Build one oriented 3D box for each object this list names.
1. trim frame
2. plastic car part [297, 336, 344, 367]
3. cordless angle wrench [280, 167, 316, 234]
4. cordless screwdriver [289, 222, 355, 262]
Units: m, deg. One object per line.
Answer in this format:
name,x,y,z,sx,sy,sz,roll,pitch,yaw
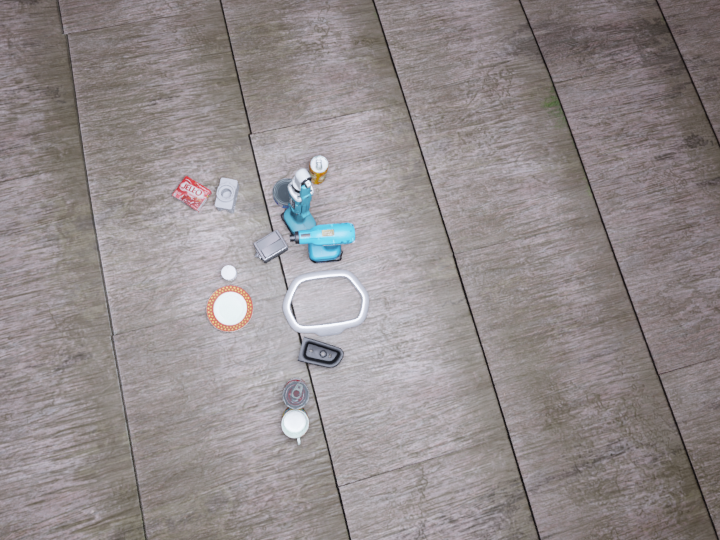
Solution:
trim frame,-0.098,0.093,1.207,0.246,0.027,0.186,-8,79,-5
plastic car part,-0.108,0.228,1.157,0.116,0.071,0.066,15,79,-3
cordless angle wrench,-0.151,-0.167,1.054,0.074,0.423,0.099,-31,88,-12
cordless screwdriver,-0.110,-0.072,1.127,0.157,0.249,0.075,-5,83,-9
